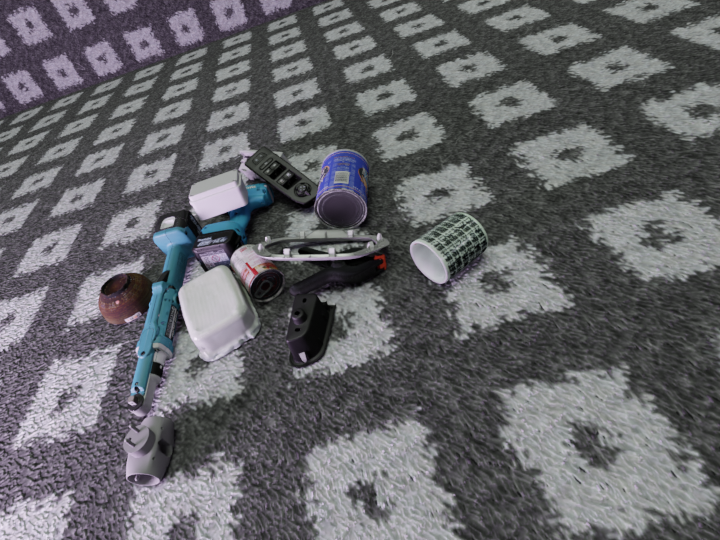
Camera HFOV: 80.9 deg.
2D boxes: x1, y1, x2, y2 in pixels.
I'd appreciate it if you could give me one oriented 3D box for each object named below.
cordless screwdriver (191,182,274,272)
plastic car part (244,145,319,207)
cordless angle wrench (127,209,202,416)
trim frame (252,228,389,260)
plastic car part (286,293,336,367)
[{"bbox_3d":[-0.294,-0.102,0.922,0.163,0.071,0.254,-7,41,15],"label":"cordless screwdriver"},{"bbox_3d":[-0.172,-0.200,0.953,0.213,0.064,0.066,36,67,28],"label":"plastic car part"},{"bbox_3d":[-0.362,0.058,0.784,0.075,0.093,0.439,-15,47,5],"label":"cordless angle wrench"},{"bbox_3d":[-0.074,-0.048,0.757,0.254,0.027,0.183,-2,15,11],"label":"trim frame"},{"bbox_3d":[-0.085,0.082,0.655,0.068,0.068,0.119,-6,42,16],"label":"plastic car part"}]
